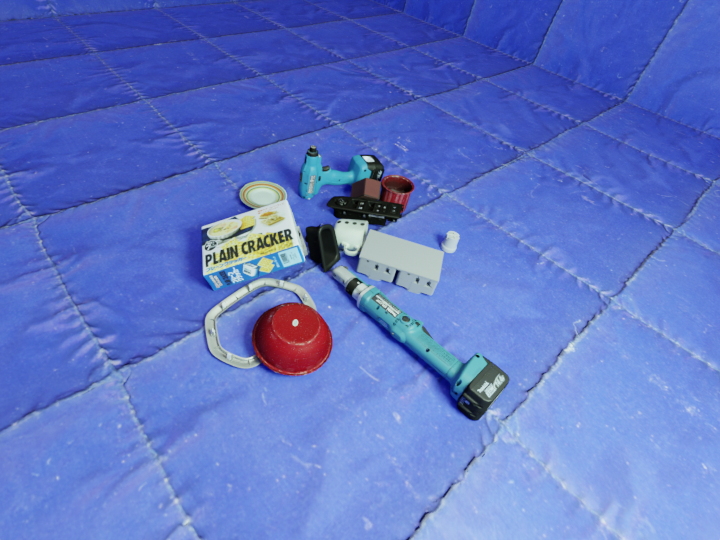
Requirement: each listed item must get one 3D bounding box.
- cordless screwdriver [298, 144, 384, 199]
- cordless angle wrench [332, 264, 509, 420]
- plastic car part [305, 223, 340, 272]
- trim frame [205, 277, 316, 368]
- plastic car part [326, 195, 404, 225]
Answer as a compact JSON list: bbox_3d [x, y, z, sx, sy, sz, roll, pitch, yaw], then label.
[{"bbox_3d":[-0.054,-0.291,1.207,0.241,0.156,0.078,-11,49,-23],"label":"cordless screwdriver"},{"bbox_3d":[0.091,0.118,0.877,0.095,0.072,0.445,-29,54,-34],"label":"cordless angle wrench"},{"bbox_3d":[-0.099,-0.065,1.010,0.075,0.112,0.065,11,37,35],"label":"plastic car part"},{"bbox_3d":[-0.204,0.098,0.877,0.192,0.027,0.243,35,48,23],"label":"trim frame"},{"bbox_3d":[0.010,-0.161,1.145,0.207,0.065,0.067,13,51,10],"label":"plastic car part"}]
